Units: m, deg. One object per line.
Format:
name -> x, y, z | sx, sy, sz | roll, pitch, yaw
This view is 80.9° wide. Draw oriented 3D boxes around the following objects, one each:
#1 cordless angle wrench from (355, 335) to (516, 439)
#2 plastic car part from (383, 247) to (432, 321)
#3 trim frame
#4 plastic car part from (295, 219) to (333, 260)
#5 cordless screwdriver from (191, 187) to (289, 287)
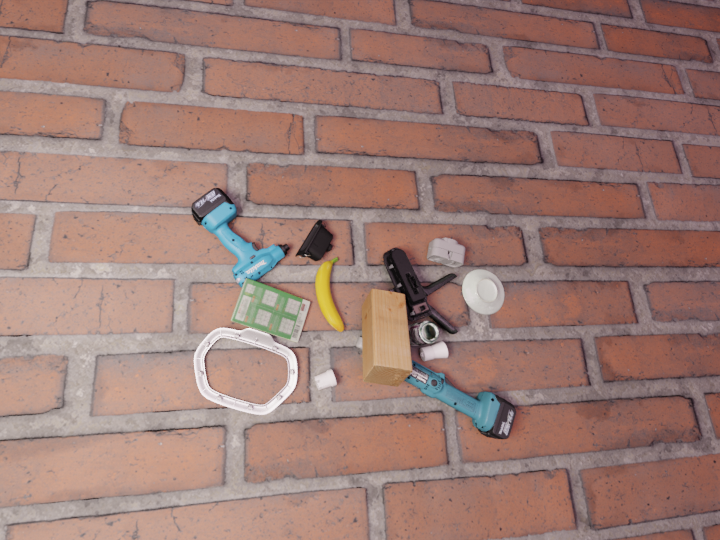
cordless angle wrench -> 0.176, 0.281, 1.060 | 0.423, 0.074, 0.098 | 29, 69, 0
plastic car part -> 0.119, 0.025, 1.099 | 0.065, 0.065, 0.210 | -20, 66, -10
trim frame -> -0.269, 0.232, 0.996 | 0.247, 0.027, 0.185 | 19, 76, -4
plastic car part -> -0.109, -0.071, 1.116 | 0.069, 0.068, 0.116 | 39, 66, -18
cordless screwdriver -> -0.305, -0.097, 1.073 | 0.157, 0.075, 0.250 | -36, 88, -20
